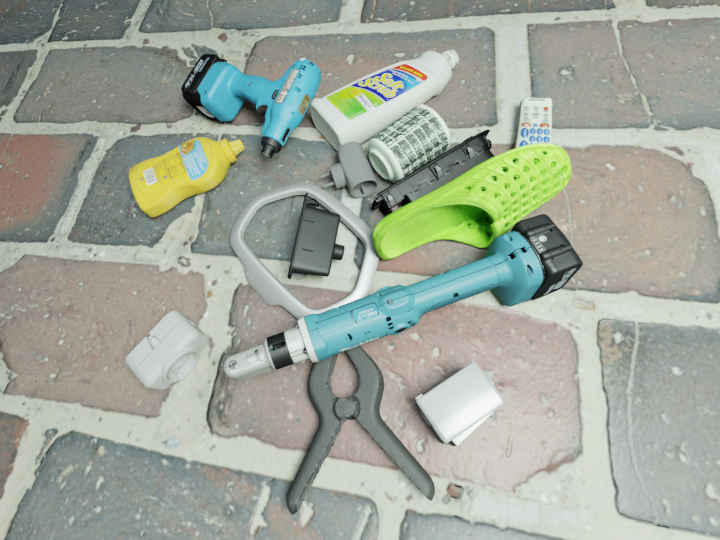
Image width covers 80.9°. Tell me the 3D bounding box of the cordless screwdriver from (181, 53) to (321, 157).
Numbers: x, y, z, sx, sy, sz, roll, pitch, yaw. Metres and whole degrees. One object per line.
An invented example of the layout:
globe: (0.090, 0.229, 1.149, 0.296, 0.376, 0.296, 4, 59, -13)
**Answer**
cordless screwdriver: (-0.194, -0.275, 0.700, 0.262, 0.070, 0.159, 20, 80, 31)

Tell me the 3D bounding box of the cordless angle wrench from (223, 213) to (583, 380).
cordless angle wrench: (0.039, 0.048, 0.506, 0.422, 0.094, 0.077, -20, 63, -2)

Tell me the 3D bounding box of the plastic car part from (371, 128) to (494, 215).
plastic car part: (0.115, -0.134, 0.609, 0.202, 0.065, 0.069, -36, 76, -6)

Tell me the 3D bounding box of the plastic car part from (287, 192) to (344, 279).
plastic car part: (-0.057, -0.037, 0.582, 0.071, 0.065, 0.118, 7, 70, -3)

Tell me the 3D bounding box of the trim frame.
trim frame: (-0.086, -0.033, 0.623, 0.183, 0.026, 0.259, -44, 67, -11)
